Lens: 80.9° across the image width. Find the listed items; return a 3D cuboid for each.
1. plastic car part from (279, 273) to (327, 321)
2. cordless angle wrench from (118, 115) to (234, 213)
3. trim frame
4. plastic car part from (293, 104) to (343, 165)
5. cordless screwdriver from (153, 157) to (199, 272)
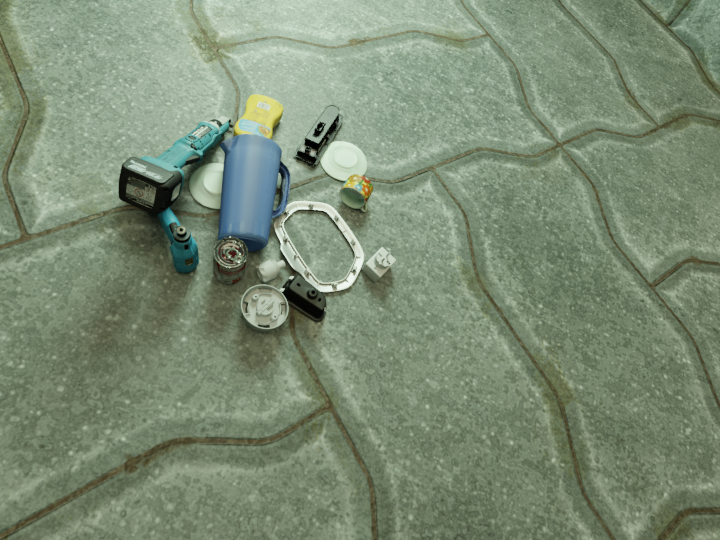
[{"bbox_3d":[-0.115,0.054,0.914,0.118,0.070,0.066,34,63,5],"label":"plastic car part"},{"bbox_3d":[-0.370,-0.264,0.919,0.097,0.074,0.431,21,35,-9],"label":"cordless angle wrench"},{"bbox_3d":[-0.098,-0.064,1.000,0.180,0.027,0.254,-28,76,-23],"label":"trim frame"},{"bbox_3d":[-0.106,-0.374,1.127,0.068,0.065,0.204,21,58,10],"label":"plastic car part"},{"bbox_3d":[-0.405,-0.126,0.876,0.072,0.158,0.256,-24,72,-26],"label":"cordless screwdriver"}]
